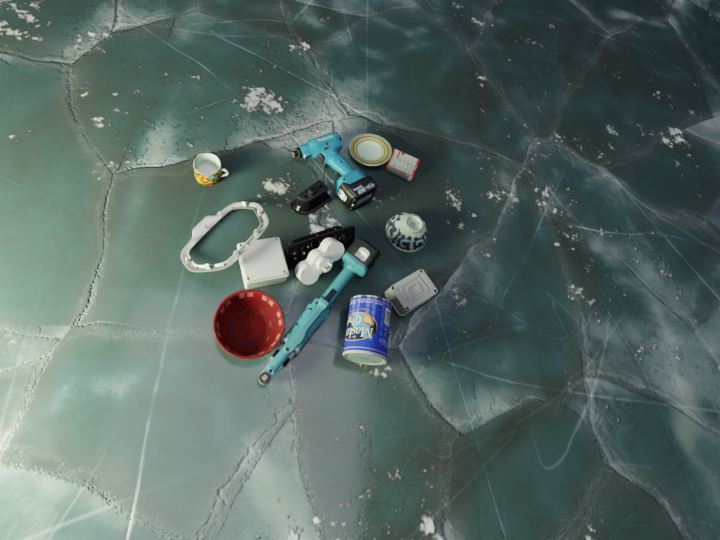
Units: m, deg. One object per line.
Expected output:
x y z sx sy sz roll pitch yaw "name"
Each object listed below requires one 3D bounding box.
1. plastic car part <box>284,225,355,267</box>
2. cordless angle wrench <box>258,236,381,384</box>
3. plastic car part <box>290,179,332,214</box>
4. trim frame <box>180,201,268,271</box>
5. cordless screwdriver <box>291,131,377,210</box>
-0.108 -0.071 1.107 0.199 0.064 0.070 -19 26 -18 "plastic car part"
-0.101 0.097 1.017 0.075 0.097 0.421 37 67 3 "cordless angle wrench"
-0.133 -0.206 1.161 0.114 0.070 0.067 -38 78 -29 "plastic car part"
-0.338 -0.090 1.050 0.194 0.026 0.247 20 60 31 "trim frame"
-0.076 -0.285 1.211 0.156 0.073 0.257 -26 69 -23 "cordless screwdriver"
